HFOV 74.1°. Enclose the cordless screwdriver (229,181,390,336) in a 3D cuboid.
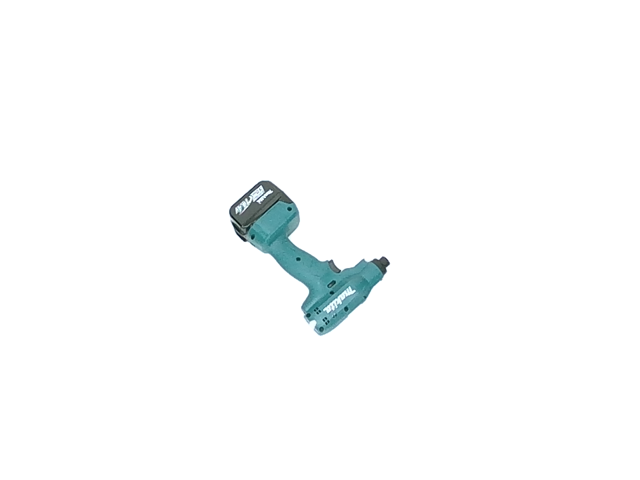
[{"bbox_3d":[-0.019,0.010,0.678,0.159,0.249,0.074,-39,-12,-14],"label":"cordless screwdriver"}]
